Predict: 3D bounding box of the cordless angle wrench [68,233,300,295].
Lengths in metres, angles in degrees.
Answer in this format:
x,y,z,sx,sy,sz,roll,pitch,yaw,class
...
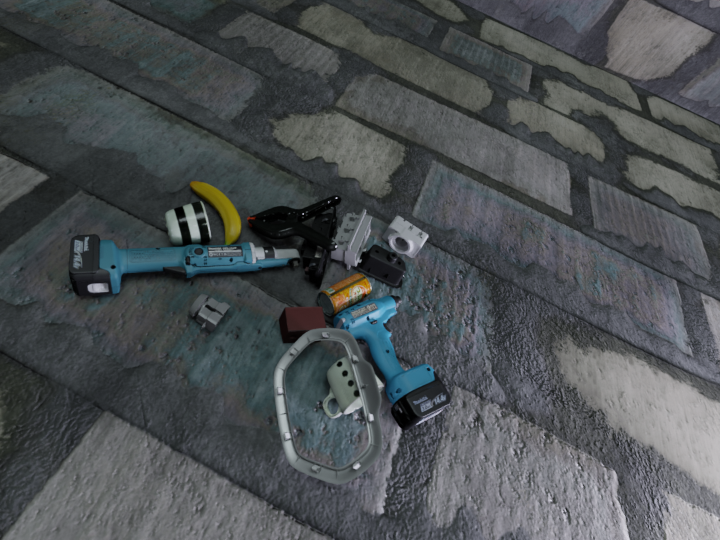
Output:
x,y,z,sx,sy,sz,roll,pitch,yaw,class
-0.318,-0.020,0.822,0.409,0.074,0.102,-4,57,-24,cordless angle wrench

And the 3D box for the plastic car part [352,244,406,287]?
x,y,z,sx,sy,sz,roll,pitch,yaw,class
0.053,-0.017,0.940,0.117,0.070,0.066,25,52,3,plastic car part

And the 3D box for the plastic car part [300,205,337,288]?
x,y,z,sx,sy,sz,roll,pitch,yaw,class
-0.091,-0.060,0.935,0.069,0.063,0.206,5,50,13,plastic car part

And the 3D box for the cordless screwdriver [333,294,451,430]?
x,y,z,sx,sy,sz,roll,pitch,yaw,class
0.074,0.160,0.814,0.154,0.073,0.260,-19,59,-30,cordless screwdriver

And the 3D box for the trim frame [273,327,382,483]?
x,y,z,sx,sy,sz,roll,pitch,yaw,class
-0.057,0.212,0.698,0.186,0.026,0.258,-21,57,10,trim frame
